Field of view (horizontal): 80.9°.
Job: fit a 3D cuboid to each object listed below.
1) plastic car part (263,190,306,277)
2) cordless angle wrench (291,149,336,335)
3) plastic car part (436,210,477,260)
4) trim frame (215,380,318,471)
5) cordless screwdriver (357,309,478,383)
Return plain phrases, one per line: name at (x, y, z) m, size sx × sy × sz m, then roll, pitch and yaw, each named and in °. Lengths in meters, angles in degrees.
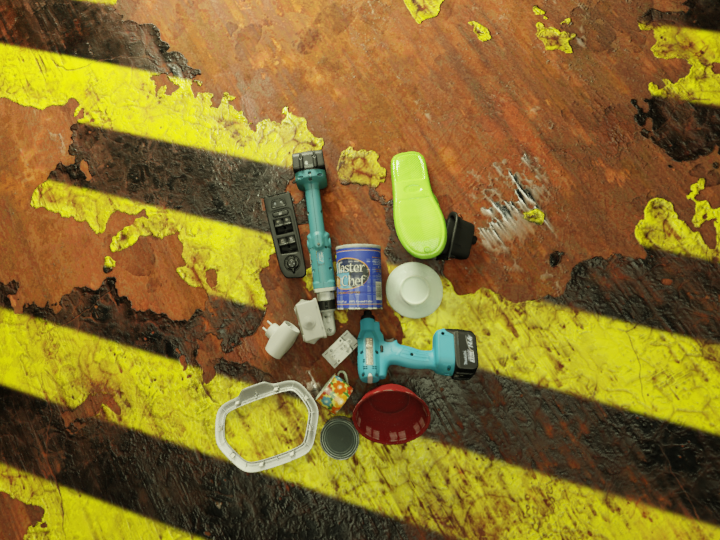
plastic car part at (-0.175, -0.078, 0.999) m, size 0.066 × 0.067 × 0.204 m, roll -13°, pitch 85°, yaw -5°
cordless angle wrench at (-0.096, -0.063, 0.979) m, size 0.074 × 0.097 × 0.426 m, roll -8°, pitch 84°, yaw -1°
plastic car part at (0.226, -0.071, 0.959) m, size 0.070 × 0.067 × 0.117 m, roll 20°, pitch 81°, yaw -9°
trim frame at (-0.215, 0.351, 0.962) m, size 0.250 × 0.027 × 0.187 m, roll -20°, pitch 79°, yaw 5°
cordless screwdriver at (0.118, 0.160, 0.919) m, size 0.251 × 0.072 × 0.164 m, roll -2°, pitch 56°, yaw 5°
